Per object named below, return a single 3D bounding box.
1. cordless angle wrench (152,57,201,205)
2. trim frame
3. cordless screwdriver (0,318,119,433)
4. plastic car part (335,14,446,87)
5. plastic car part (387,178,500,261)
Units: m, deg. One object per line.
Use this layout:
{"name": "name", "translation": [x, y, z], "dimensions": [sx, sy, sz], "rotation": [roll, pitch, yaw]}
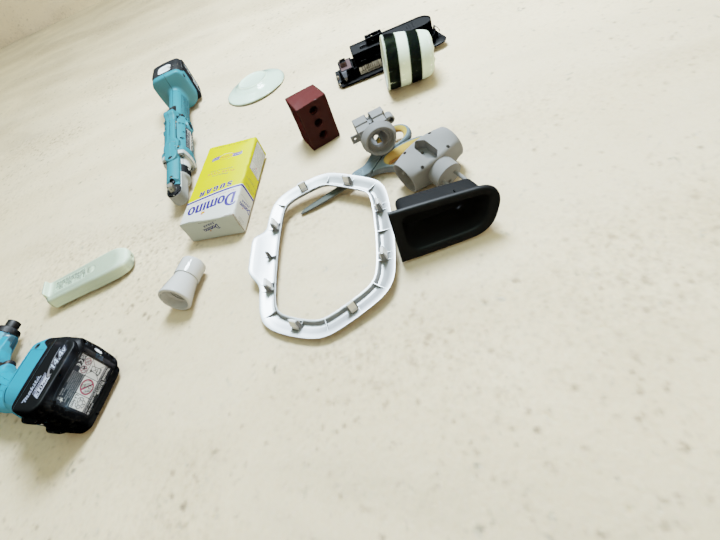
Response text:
{"name": "cordless angle wrench", "translation": [-0.355, -0.273, 0.823], "dimensions": [0.075, 0.093, 0.442], "rotation": [-23, 51, 3]}
{"name": "trim frame", "translation": [-0.051, -0.033, 0.518], "dimensions": [0.188, 0.026, 0.256], "rotation": [-13, 54, 17]}
{"name": "cordless screwdriver", "translation": [-0.421, 0.125, 0.535], "dimensions": [0.256, 0.070, 0.163], "rotation": [-10, 50, 21]}
{"name": "plastic car part", "translation": [0.047, -0.402, 0.762], "dimensions": [0.205, 0.064, 0.069], "rotation": [-15, 41, 8]}
{"name": "plastic car part", "translation": [0.087, -0.069, 0.478], "dimensions": [0.117, 0.063, 0.074], "rotation": [-20, 34, 3]}
